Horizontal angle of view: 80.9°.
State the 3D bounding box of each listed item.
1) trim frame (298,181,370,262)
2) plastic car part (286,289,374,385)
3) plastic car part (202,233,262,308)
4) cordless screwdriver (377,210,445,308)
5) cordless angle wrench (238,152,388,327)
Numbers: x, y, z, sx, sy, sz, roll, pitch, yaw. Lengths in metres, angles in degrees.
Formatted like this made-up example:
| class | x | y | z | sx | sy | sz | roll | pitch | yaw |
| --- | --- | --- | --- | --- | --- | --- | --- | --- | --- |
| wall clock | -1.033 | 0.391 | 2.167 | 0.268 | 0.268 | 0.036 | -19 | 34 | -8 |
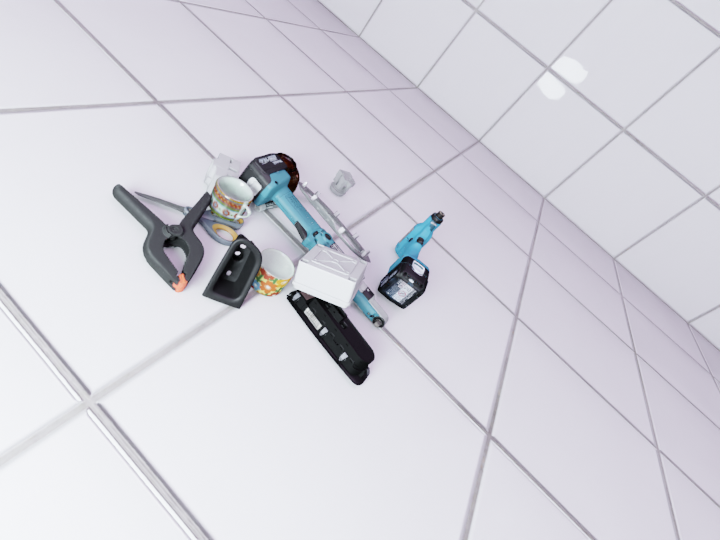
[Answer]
| class | x | y | z | sx | sy | sz | roll | pitch | yaw |
| --- | --- | --- | --- | --- | --- | --- | --- | --- | --- |
| trim frame | -0.056 | -0.113 | 0.957 | 0.256 | 0.028 | 0.177 | 52 | 10 | 16 |
| plastic car part | -0.042 | 0.103 | 0.750 | 0.209 | 0.068 | 0.064 | 54 | 29 | 16 |
| plastic car part | -0.203 | -0.009 | 0.690 | 0.063 | 0.116 | 0.074 | 24 | 14 | -25 |
| cordless screwdriver | 0.128 | -0.036 | 0.980 | 0.073 | 0.160 | 0.250 | 36 | 36 | -9 |
| cordless angle wrench | -0.085 | -0.056 | 0.870 | 0.426 | 0.075 | 0.096 | 50 | 34 | 4 |
